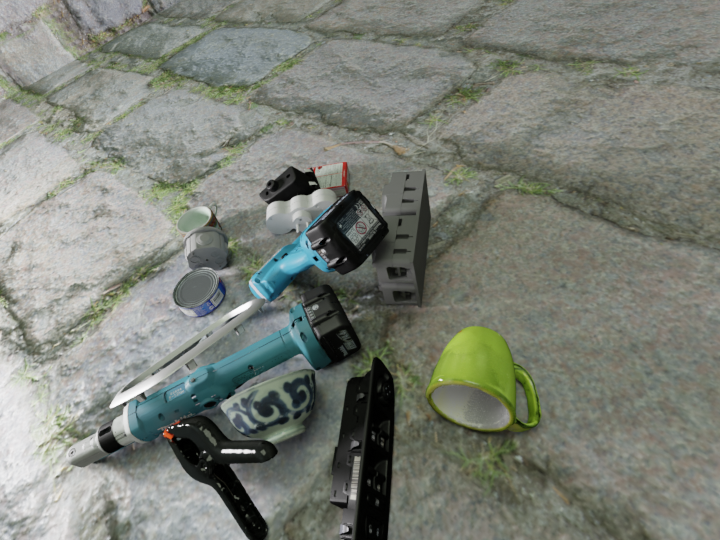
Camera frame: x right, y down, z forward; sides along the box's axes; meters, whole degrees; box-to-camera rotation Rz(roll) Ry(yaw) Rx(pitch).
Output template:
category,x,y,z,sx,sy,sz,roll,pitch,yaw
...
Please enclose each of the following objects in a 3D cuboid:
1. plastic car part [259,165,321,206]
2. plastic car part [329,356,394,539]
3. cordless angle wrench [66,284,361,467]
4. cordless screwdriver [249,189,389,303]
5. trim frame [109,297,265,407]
category,x,y,z,sx,sy,sz,roll,pitch,yaw
plastic car part,-0.144,-0.154,0.806,0.118,0.067,0.069,-31,56,18
plastic car part,0.004,0.203,0.485,0.069,0.063,0.206,-20,43,36
cordless angle wrench,-0.207,0.159,0.575,0.423,0.093,0.078,-27,51,-1
cordless screwdriver,-0.062,-0.040,0.633,0.256,0.073,0.158,-24,22,50
trim frame,-0.229,0.108,0.589,0.190,0.027,0.244,-20,17,50
